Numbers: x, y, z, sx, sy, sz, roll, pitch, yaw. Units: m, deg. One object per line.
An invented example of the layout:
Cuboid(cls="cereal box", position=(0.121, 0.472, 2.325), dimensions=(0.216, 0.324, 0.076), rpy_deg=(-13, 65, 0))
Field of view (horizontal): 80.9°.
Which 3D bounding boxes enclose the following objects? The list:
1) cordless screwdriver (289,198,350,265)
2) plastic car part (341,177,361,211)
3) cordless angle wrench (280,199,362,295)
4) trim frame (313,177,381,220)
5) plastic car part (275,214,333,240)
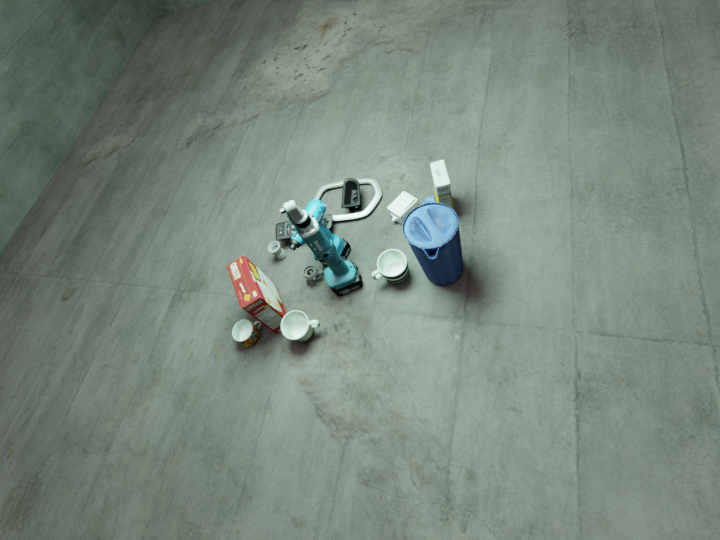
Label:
Cuboid(cls="cordless screwdriver", position=(-0.123, -0.080, 1.257), dimensions=(0.078, 0.236, 0.159), rpy_deg=(19, 70, 29))
Cuboid(cls="plastic car part", position=(-0.023, -0.246, 1.415), dimensions=(0.068, 0.067, 0.119), rpy_deg=(-8, 59, 18))
Cuboid(cls="cordless angle wrench", position=(-0.101, -0.059, 1.132), dimensions=(0.099, 0.401, 0.078), rpy_deg=(-24, 56, 6))
Cuboid(cls="trim frame", position=(-0.049, -0.247, 1.453), dimensions=(0.256, 0.026, 0.188), rpy_deg=(-6, 59, 20))
Cuboid(cls="plastic car part", position=(-0.183, -0.137, 1.424), dimensions=(0.208, 0.063, 0.068), rpy_deg=(-12, 58, 17))
